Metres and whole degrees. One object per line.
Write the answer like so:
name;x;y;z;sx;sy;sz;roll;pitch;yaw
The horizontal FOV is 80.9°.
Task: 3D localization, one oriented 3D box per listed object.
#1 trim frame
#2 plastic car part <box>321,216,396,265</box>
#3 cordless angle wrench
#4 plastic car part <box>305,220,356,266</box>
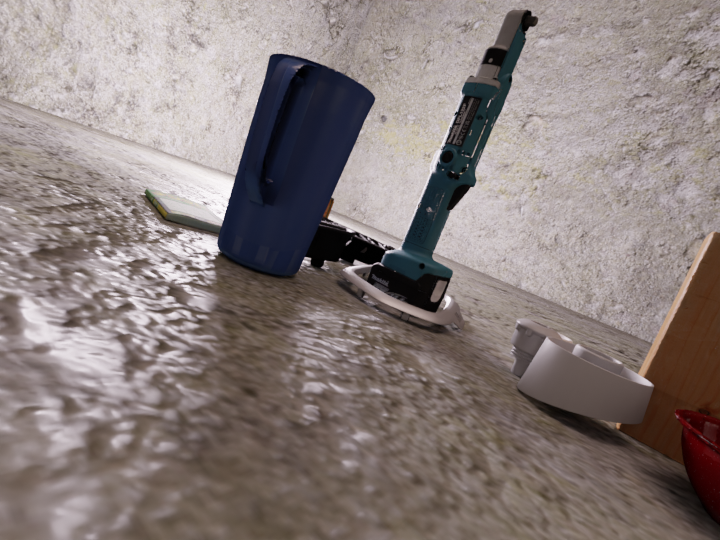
trim frame;0.067;0.035;0.628;0.191;0.027;0.241;23;9;17
plastic car part;0.001;-0.043;0.828;0.194;0.067;0.069;17;9;-26
cordless angle wrench;0.131;-0.146;0.581;0.104;0.421;0.070;27;9;37
plastic car part;-0.064;-0.042;0.651;0.110;0.071;0.070;15;10;-36
